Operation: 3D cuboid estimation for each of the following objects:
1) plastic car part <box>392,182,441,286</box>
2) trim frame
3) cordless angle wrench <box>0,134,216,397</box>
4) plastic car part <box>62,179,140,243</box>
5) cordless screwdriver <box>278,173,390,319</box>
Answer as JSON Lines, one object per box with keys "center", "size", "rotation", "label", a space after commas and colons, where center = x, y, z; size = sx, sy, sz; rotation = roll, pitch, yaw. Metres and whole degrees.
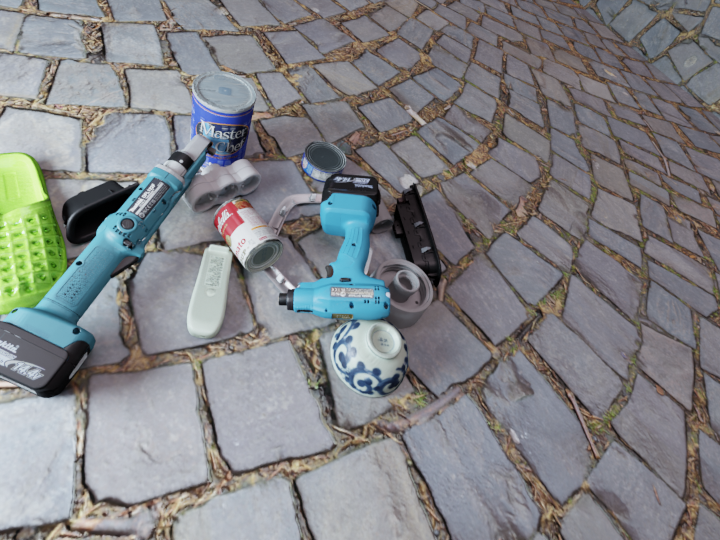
{"center": [0.099, -0.065, 0.773], "size": [0.066, 0.065, 0.211], "rotation": [-7, 57, -15], "label": "plastic car part"}
{"center": [-0.070, -0.046, 0.721], "size": [0.182, 0.027, 0.252], "rotation": [21, 49, -5], "label": "trim frame"}
{"center": [-0.315, -0.049, 0.570], "size": [0.096, 0.075, 0.427], "rotation": [30, 55, -14], "label": "cordless angle wrench"}
{"center": [-0.390, -0.096, 0.627], "size": [0.114, 0.064, 0.074], "rotation": [-33, 58, -32], "label": "plastic car part"}
{"center": [-0.040, -0.040, 0.665], "size": [0.160, 0.072, 0.256], "rotation": [0, 55, 0], "label": "cordless screwdriver"}
